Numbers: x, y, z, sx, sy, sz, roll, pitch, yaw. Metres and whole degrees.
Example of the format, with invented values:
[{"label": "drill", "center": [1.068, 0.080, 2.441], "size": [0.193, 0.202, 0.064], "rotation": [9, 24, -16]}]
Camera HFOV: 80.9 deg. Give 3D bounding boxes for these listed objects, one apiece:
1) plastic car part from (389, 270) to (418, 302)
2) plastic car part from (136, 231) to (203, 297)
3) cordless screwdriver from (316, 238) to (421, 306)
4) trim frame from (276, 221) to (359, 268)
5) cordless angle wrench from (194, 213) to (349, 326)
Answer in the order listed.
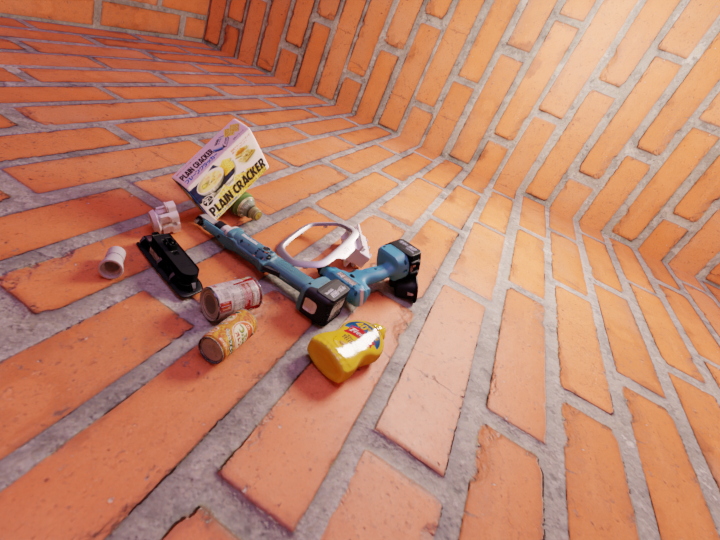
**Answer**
[{"label": "plastic car part", "center": [0.112, 0.031, 1.120], "size": [0.071, 0.064, 0.119], "rotation": [7, 33, 1]}, {"label": "plastic car part", "center": [-0.387, -0.024, 0.876], "size": [0.213, 0.067, 0.063], "rotation": [43, 28, 28]}, {"label": "cordless screwdriver", "center": [0.023, -0.008, 1.062], "size": [0.242, 0.072, 0.168], "rotation": [-25, 42, -32]}, {"label": "trim frame", "center": [-0.108, -0.071, 1.104], "size": [0.192, 0.027, 0.245], "rotation": [14, 35, 25]}, {"label": "cordless angle wrench", "center": [-0.224, -0.026, 0.978], "size": [0.440, 0.073, 0.095], "rotation": [31, 30, 21]}]
